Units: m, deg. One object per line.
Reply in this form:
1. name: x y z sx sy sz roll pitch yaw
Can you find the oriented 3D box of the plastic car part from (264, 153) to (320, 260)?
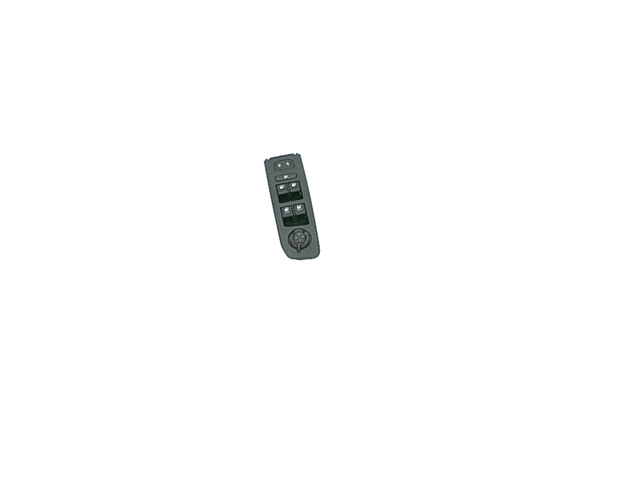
1. plastic car part: -0.049 -0.049 0.729 0.066 0.202 0.067 -8 -28 -12
